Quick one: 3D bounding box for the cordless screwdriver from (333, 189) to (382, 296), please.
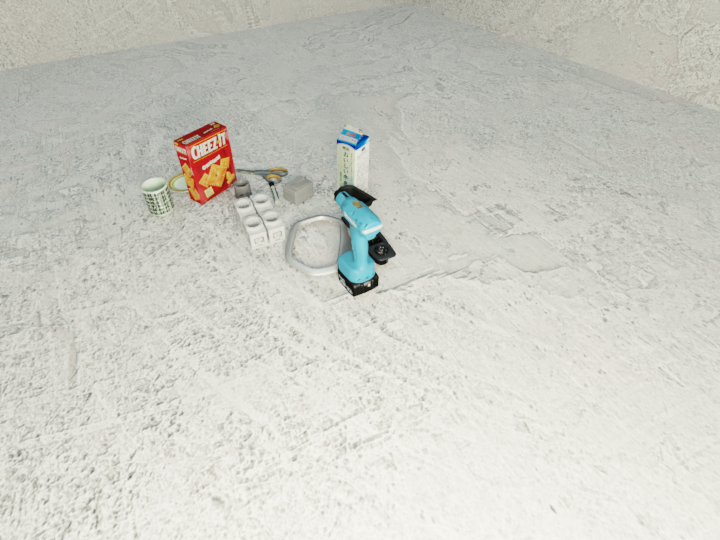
[{"bbox_3d":[-0.017,-0.067,1.021,0.073,0.241,0.168,-21,48,-23],"label":"cordless screwdriver"}]

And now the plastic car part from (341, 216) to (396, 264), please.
[{"bbox_3d":[0.021,-0.084,1.164,0.065,0.065,0.214,-21,47,-20],"label":"plastic car part"}]

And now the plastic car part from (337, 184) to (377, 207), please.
[{"bbox_3d":[-0.016,-0.207,1.291,0.064,0.068,0.123,-33,52,-30],"label":"plastic car part"}]

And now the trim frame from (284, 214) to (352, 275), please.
[{"bbox_3d":[-0.116,-0.076,1.190,0.185,0.026,0.255,0,44,3],"label":"trim frame"}]
